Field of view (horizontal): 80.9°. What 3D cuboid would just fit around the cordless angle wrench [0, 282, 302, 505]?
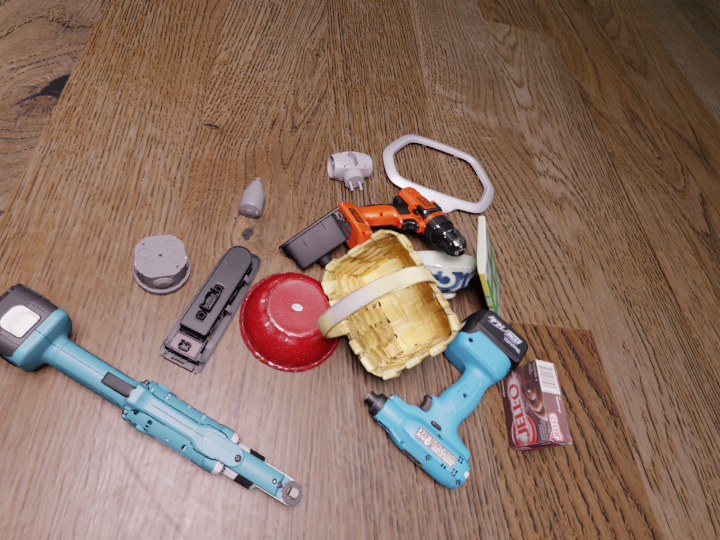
[{"bbox_3d":[-0.255,0.165,0.511,0.423,0.098,0.074,32,56,-1],"label":"cordless angle wrench"}]

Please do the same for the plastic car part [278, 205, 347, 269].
[{"bbox_3d":[-0.068,-0.044,0.695,0.116,0.066,0.071,-38,91,-5],"label":"plastic car part"}]

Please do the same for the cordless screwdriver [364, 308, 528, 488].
[{"bbox_3d":[0.128,0.160,0.625,0.162,0.074,0.246,38,61,8],"label":"cordless screwdriver"}]

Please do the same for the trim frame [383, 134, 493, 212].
[{"bbox_3d":[0.162,-0.201,0.880,0.245,0.027,0.187,18,56,-7],"label":"trim frame"}]

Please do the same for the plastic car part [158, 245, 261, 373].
[{"bbox_3d":[-0.211,0.038,0.613,0.067,0.066,0.204,21,54,3],"label":"plastic car part"}]
